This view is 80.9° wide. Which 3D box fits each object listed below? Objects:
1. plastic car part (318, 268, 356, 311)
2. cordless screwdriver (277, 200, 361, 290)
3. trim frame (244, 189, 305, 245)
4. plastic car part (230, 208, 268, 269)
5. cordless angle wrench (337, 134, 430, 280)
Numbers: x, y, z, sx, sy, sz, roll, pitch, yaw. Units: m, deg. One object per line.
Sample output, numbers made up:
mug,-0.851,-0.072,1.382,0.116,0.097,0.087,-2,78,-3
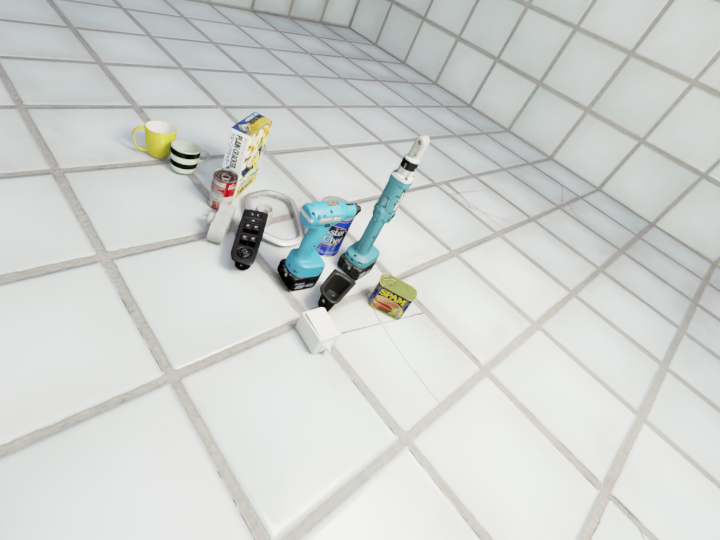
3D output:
plastic car part,-0.070,0.060,1.030,0.067,0.070,0.115,32,38,7
cordless screwdriver,-0.100,-0.065,1.019,0.153,0.247,0.078,-11,52,-39
trim frame,-0.246,-0.157,1.231,0.177,0.027,0.260,2,42,-26
plastic car part,-0.288,-0.075,1.079,0.065,0.066,0.209,16,38,-14
cordless angle wrench,0.061,-0.151,1.064,0.077,0.420,0.095,42,39,17
